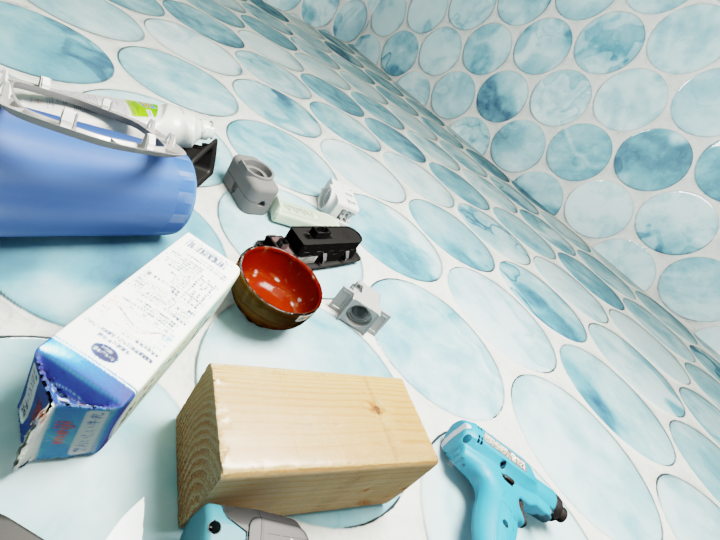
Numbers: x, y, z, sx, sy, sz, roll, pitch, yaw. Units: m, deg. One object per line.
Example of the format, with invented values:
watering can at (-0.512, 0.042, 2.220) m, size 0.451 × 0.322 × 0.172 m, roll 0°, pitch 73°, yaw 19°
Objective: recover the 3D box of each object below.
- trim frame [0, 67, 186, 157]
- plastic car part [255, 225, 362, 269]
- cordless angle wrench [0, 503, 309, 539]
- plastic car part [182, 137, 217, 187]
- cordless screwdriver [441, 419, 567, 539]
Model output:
trim frame at (-0.279, -0.161, 0.425) m, size 0.175 × 0.027 × 0.263 m, roll 8°, pitch 22°, yaw -43°
plastic car part at (-0.066, -0.043, 0.674) m, size 0.193 × 0.067 × 0.070 m, roll -3°, pitch 41°, yaw -51°
cordless angle wrench at (-0.229, 0.155, 0.214) m, size 0.409 × 0.074 × 0.101 m, roll 21°, pitch 33°, yaw -18°
plastic car part at (-0.273, -0.163, 0.644) m, size 0.071 × 0.065 × 0.118 m, roll 19°, pitch 34°, yaw -1°
cordless screwdriver at (0.156, 0.282, 0.414) m, size 0.159 × 0.074 × 0.248 m, roll 35°, pitch 26°, yaw -2°
